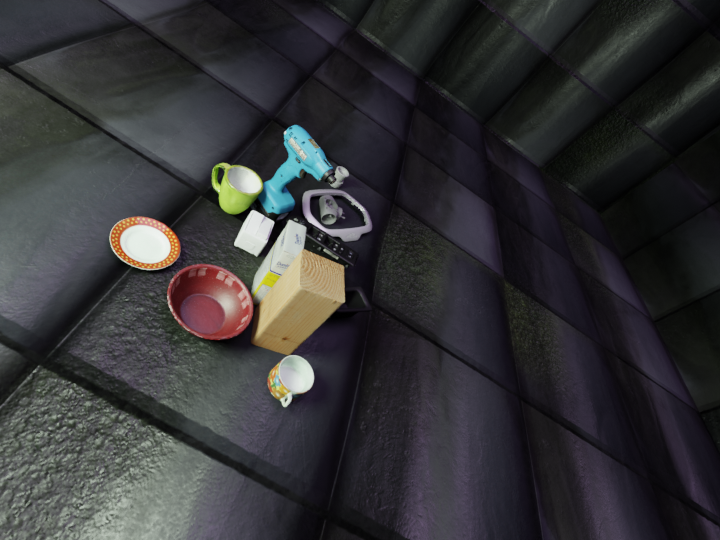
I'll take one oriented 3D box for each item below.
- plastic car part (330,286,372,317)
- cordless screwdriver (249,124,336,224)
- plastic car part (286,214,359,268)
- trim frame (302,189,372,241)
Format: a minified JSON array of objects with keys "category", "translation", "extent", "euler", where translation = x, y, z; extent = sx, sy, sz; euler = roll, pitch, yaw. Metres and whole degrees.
[{"category":"plastic car part","translation":[-0.044,0.082,0.960],"extent":[0.111,0.071,0.069],"euler":[-2,56,-41]},{"category":"cordless screwdriver","translation":[-0.162,-0.197,0.994],"extent":[0.072,0.251,0.163],"euler":[-22,71,-50]},{"category":"plastic car part","translation":[-0.104,-0.068,1.063],"extent":[0.201,0.067,0.066],"euler":[36,38,-5]},{"category":"trim frame","translation":[-0.067,-0.163,1.221],"extent":[0.238,0.028,0.191],"euler":[-10,59,-45]}]
